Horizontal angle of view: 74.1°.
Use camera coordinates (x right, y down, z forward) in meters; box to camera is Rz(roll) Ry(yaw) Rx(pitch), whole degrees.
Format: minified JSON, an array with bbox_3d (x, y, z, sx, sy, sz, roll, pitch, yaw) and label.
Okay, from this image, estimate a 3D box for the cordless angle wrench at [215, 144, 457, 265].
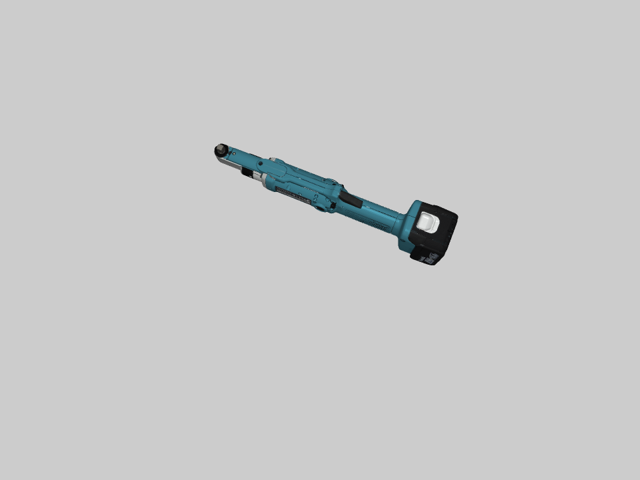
[{"bbox_3d":[0.011,-0.076,0.718,0.423,0.074,0.098,22,-14,8],"label":"cordless angle wrench"}]
